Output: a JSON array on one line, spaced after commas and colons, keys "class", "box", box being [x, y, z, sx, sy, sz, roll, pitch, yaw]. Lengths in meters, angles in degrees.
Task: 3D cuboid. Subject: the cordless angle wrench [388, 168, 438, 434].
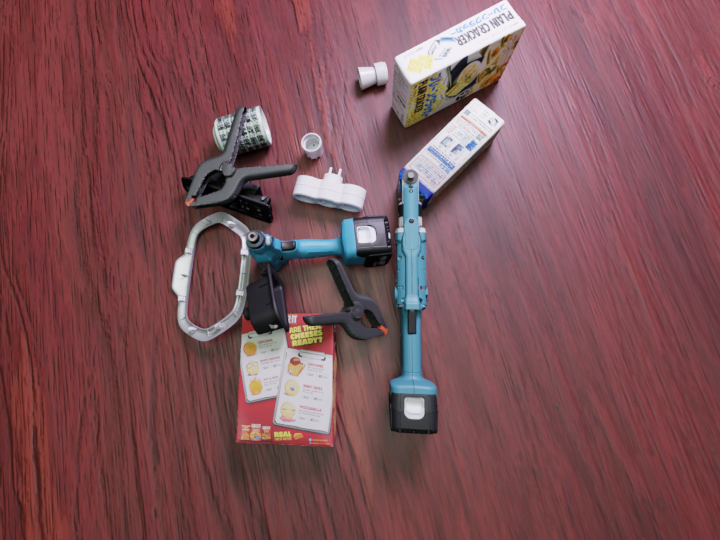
[{"class": "cordless angle wrench", "box": [0.084, 0.041, 0.706, 0.075, 0.096, 0.425, 0, 85, 5]}]

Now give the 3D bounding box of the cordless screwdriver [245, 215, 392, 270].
[{"class": "cordless screwdriver", "box": [-0.072, -0.047, 0.741, 0.251, 0.155, 0.076, -5, 76, 4]}]

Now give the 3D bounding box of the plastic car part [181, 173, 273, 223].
[{"class": "plastic car part", "box": [-0.263, -0.159, 0.841, 0.207, 0.064, 0.067, 16, 71, 10]}]

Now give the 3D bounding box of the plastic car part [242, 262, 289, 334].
[{"class": "plastic car part", "box": [-0.166, 0.058, 0.722, 0.072, 0.063, 0.121, -20, 48, 7]}]

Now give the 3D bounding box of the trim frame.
[{"class": "trim frame", "box": [-0.285, 0.007, 0.801, 0.192, 0.026, 0.251, -3, 77, 29]}]
